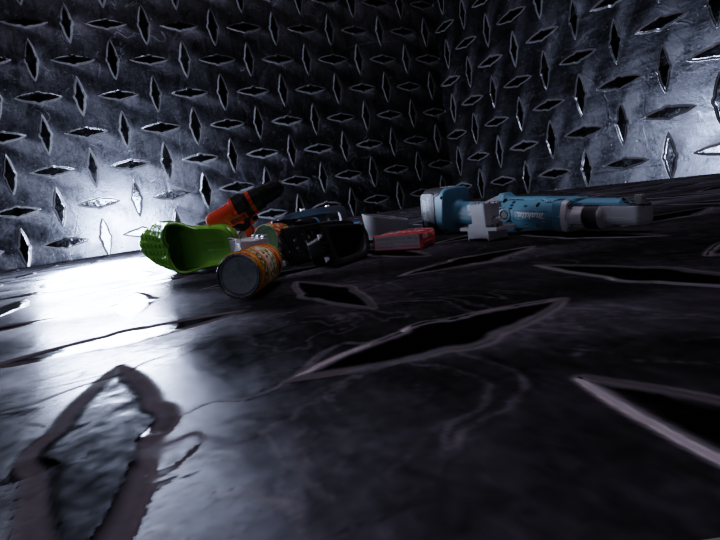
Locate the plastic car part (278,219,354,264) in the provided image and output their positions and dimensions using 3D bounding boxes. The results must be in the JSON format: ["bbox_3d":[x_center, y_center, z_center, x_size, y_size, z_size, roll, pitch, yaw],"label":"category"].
[{"bbox_3d":[-0.078,-0.051,0.803,0.195,0.068,0.068,-18,-13,-45],"label":"plastic car part"}]

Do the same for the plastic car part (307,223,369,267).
[{"bbox_3d":[-0.041,-0.037,0.682,0.073,0.066,0.112,-20,-3,32],"label":"plastic car part"}]

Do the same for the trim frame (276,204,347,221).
[{"bbox_3d":[-0.146,-0.119,1.151,0.240,0.028,0.184,-15,-21,-30],"label":"trim frame"}]

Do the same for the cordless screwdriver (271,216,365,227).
[{"bbox_3d":[-0.090,-0.091,1.003,0.165,0.074,0.240,-4,6,26],"label":"cordless screwdriver"}]

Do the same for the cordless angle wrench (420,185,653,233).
[{"bbox_3d":[0.267,-0.102,0.734,0.072,0.097,0.442,-11,13,-27],"label":"cordless angle wrench"}]
